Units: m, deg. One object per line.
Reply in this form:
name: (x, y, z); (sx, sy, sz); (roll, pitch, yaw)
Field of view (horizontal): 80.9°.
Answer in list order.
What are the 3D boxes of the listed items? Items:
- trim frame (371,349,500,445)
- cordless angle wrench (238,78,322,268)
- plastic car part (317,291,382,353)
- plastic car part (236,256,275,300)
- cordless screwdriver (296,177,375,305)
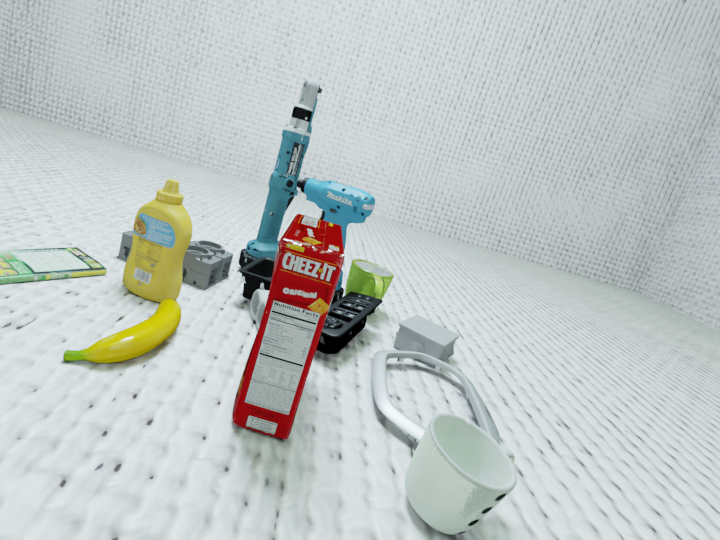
trim frame: (0.103, 0.180, 0.597); (0.184, 0.027, 0.251); (16, 14, -2)
cordless angle wrench: (-0.161, -0.187, 0.894); (0.093, 0.420, 0.079); (7, 16, -40)
plastic car part: (-0.029, 0.088, 0.717); (0.069, 0.066, 0.197); (21, 15, 16)
plastic car part: (-0.183, 0.023, 0.786); (0.067, 0.070, 0.116); (18, 14, 4)
cordless screwdriver: (-0.081, -0.053, 0.825); (0.166, 0.247, 0.072); (23, 14, 22)
